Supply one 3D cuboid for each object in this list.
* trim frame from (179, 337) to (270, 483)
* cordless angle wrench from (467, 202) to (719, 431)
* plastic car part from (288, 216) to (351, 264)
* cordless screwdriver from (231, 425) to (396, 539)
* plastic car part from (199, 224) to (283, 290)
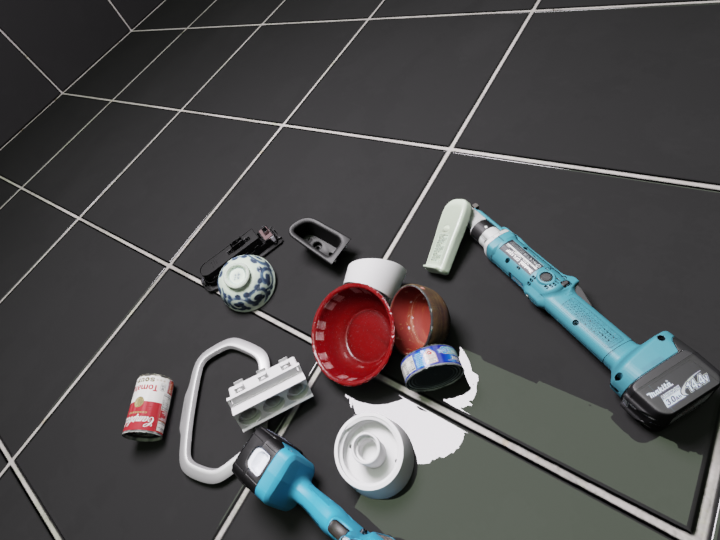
[{"bbox_3d":[-0.241,0.235,0.745,0.187,0.026,0.257,-15,54,13],"label":"trim frame"},{"bbox_3d":[0.281,0.024,0.633,0.098,0.070,0.446,-34,48,-2],"label":"cordless angle wrench"},{"bbox_3d":[-0.083,-0.054,0.846,0.121,0.068,0.066,31,72,20],"label":"plastic car part"},{"bbox_3d":[-0.066,0.298,0.541,0.263,0.151,0.074,22,67,35],"label":"cordless screwdriver"},{"bbox_3d":[-0.270,-0.032,0.924,0.202,0.064,0.070,-40,58,-3],"label":"plastic car part"}]
